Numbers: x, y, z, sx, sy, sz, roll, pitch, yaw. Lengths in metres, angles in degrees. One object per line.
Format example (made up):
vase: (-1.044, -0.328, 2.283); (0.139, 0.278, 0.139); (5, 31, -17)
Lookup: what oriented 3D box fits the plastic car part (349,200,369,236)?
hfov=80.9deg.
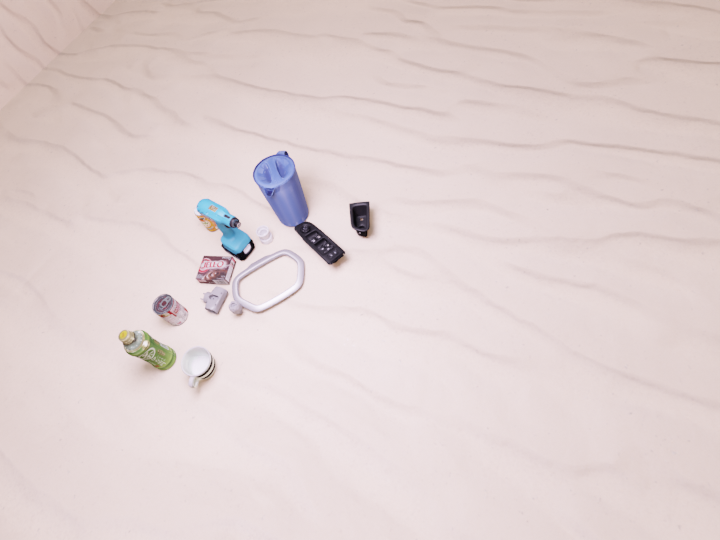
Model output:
plastic car part: (0.002, -0.154, 1.347); (0.067, 0.068, 0.120); (-6, 60, 8)

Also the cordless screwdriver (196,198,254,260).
cordless screwdriver: (-0.400, -0.118, 1.321); (0.166, 0.238, 0.074); (28, 69, 23)

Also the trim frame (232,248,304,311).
trim frame: (-0.290, 0.028, 1.335); (0.247, 0.026, 0.193); (-33, 59, -6)

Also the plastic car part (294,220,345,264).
plastic car part: (-0.131, -0.086, 1.341); (0.066, 0.064, 0.213); (-40, 60, -12)
